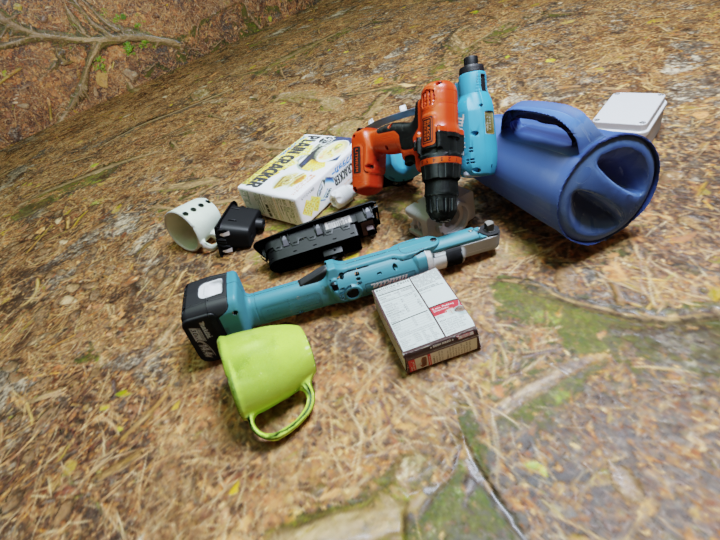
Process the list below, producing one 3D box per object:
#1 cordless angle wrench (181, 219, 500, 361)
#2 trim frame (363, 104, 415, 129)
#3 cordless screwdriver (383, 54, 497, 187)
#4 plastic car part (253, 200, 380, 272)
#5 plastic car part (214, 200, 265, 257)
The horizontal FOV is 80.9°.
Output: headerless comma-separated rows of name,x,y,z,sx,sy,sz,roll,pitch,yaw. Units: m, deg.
cordless angle wrench,-0.018,0.012,0.561,0.422,0.094,0.078,-16,38,-2
trim frame,0.109,-0.286,0.799,0.240,0.027,0.192,-22,9,-41
cordless screwdriver,0.100,-0.213,0.656,0.071,0.158,0.260,-7,7,-31
plastic car part,-0.065,-0.042,0.661,0.204,0.064,0.069,-14,65,5
plastic car part,-0.211,-0.082,0.769,0.072,0.064,0.118,6,40,6
